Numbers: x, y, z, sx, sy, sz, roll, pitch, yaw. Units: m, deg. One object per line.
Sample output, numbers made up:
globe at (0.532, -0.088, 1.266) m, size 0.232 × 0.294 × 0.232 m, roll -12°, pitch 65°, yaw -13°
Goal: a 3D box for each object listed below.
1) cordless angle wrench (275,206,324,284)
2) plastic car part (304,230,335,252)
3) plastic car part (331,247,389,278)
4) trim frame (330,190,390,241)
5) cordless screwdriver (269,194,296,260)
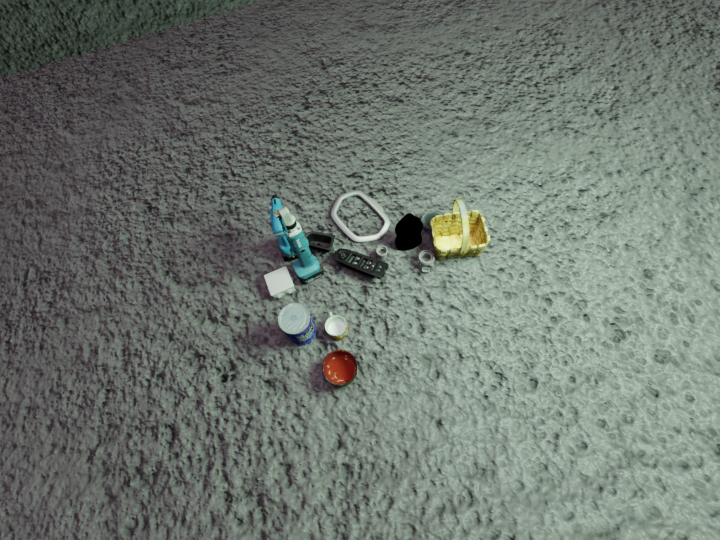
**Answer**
cordless angle wrench at (-0.200, -0.081, 1.369) m, size 0.097 × 0.408 × 0.077 m, roll -28°, pitch 65°, yaw -9°
plastic car part at (-0.153, -0.100, 1.564) m, size 0.120 × 0.068 × 0.067 m, roll 12°, pitch 65°, yaw 14°
plastic car part at (-0.003, -0.023, 1.499) m, size 0.211 × 0.064 × 0.066 m, roll 23°, pitch 68°, yaw 20°
trim frame at (-0.001, -0.209, 1.619) m, size 0.183 × 0.026 × 0.260 m, roll -37°, pitch 63°, yaw -10°
cordless screwdriver at (-0.272, -0.148, 1.513) m, size 0.074 × 0.240 × 0.165 m, roll -13°, pitch 63°, yaw -1°
